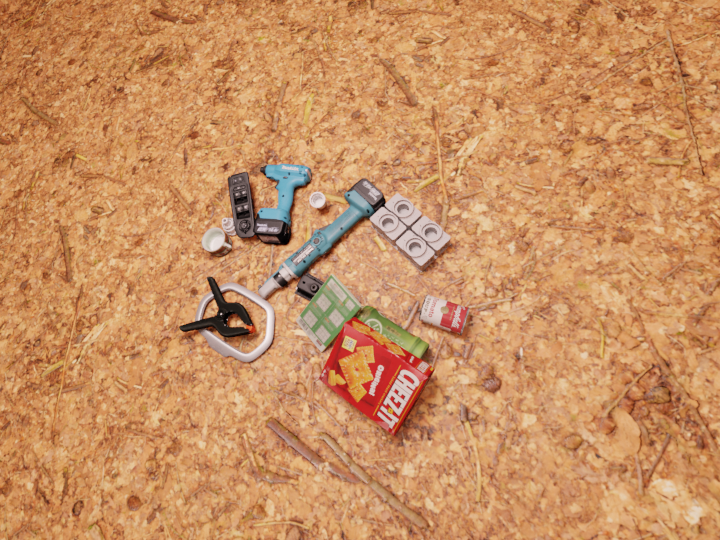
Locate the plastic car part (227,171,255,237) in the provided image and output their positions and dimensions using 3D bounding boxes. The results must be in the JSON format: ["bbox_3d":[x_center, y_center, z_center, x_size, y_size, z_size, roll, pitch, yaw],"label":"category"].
[{"bbox_3d":[-0.343,-0.183,1.240,0.066,0.065,0.208,-12,71,0],"label":"plastic car part"}]

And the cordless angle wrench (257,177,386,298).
[{"bbox_3d":[-0.112,-0.073,1.142,0.422,0.071,0.102,-43,67,-2],"label":"cordless angle wrench"}]

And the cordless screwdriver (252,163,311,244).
[{"bbox_3d":[-0.248,-0.202,1.223,0.164,0.071,0.251,8,68,17],"label":"cordless screwdriver"}]

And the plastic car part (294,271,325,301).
[{"bbox_3d":[-0.118,0.049,1.094,0.122,0.068,0.066,27,79,23],"label":"plastic car part"}]

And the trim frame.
[{"bbox_3d":[-0.340,0.137,1.141,0.258,0.026,0.184,26,77,20],"label":"trim frame"}]
